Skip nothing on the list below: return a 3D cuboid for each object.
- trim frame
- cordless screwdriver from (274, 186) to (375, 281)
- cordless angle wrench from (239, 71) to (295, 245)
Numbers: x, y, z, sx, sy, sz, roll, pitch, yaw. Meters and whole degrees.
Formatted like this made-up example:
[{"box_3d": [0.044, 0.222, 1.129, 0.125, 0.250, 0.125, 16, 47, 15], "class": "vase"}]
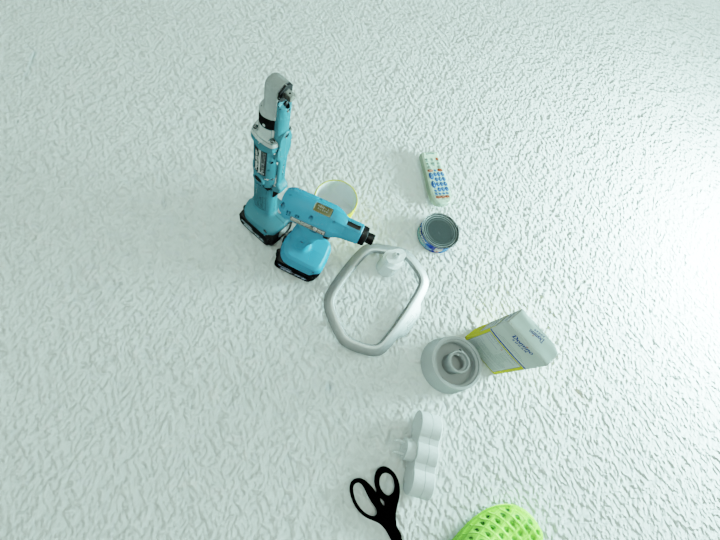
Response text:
[{"box_3d": [0.035, 0.053, 0.858, 0.186, 0.027, 0.247, 35, 67, 6], "class": "trim frame"}, {"box_3d": [-0.075, -0.049, 0.762, 0.159, 0.248, 0.075, 26, 67, -3], "class": "cordless screwdriver"}, {"box_3d": [-0.151, -0.166, 0.704, 0.099, 0.421, 0.074, 43, 67, 3], "class": "cordless angle wrench"}]
